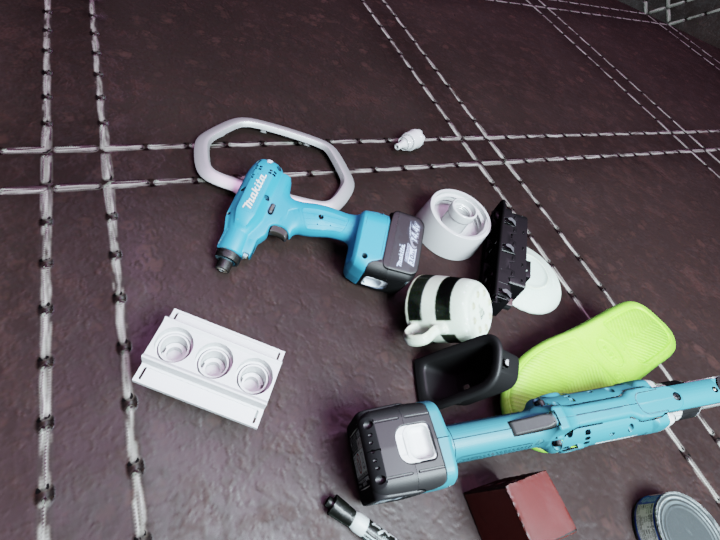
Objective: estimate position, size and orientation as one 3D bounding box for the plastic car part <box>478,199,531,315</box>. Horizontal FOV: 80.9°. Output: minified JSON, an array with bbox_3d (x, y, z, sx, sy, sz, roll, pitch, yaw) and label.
[{"bbox_3d":[0.211,-0.022,0.612,0.068,0.064,0.206,10,53,6],"label":"plastic car part"}]

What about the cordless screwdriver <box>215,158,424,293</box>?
[{"bbox_3d":[-0.053,-0.035,0.544,0.249,0.074,0.161,20,66,0],"label":"cordless screwdriver"}]

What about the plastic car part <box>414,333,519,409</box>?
[{"bbox_3d":[0.128,0.120,0.475,0.067,0.119,0.068,25,48,-34],"label":"plastic car part"}]

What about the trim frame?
[{"bbox_3d":[-0.128,-0.160,0.645,0.244,0.027,0.189,15,51,-10],"label":"trim frame"}]

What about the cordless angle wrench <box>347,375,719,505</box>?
[{"bbox_3d":[0.201,0.155,0.431,0.416,0.096,0.077,-6,58,-10],"label":"cordless angle wrench"}]
